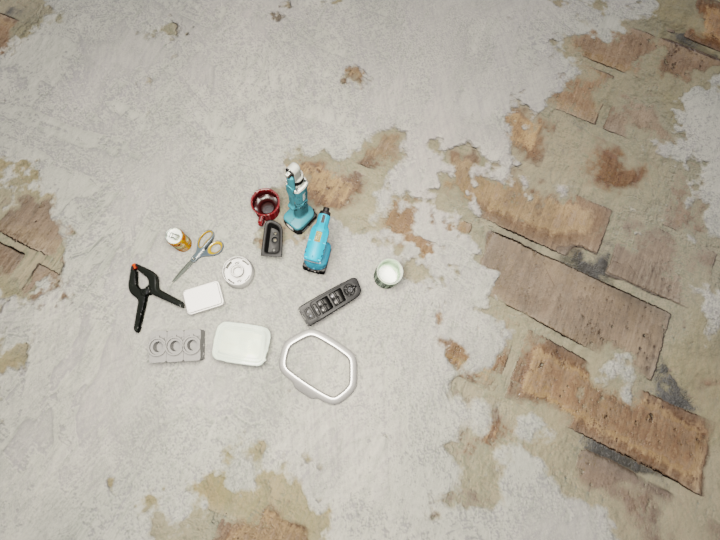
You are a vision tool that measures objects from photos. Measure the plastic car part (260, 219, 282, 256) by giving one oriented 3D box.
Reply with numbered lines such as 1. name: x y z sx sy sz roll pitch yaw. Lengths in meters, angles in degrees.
1. plastic car part: -0.276 -0.096 1.343 0.066 0.070 0.118 3 77 -3

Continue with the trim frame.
1. trim frame: -0.126 0.287 1.269 0.252 0.027 0.184 30 78 7

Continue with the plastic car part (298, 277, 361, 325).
1. plastic car part: -0.089 0.095 1.298 0.201 0.066 0.068 -31 81 -8

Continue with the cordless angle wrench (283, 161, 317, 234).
1. cordless angle wrench: -0.177 -0.205 1.192 0.075 0.419 0.097 41 78 3

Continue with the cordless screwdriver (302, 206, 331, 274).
1. cordless screwdriver: -0.122 -0.080 1.249 0.074 0.246 0.160 15 77 -2
